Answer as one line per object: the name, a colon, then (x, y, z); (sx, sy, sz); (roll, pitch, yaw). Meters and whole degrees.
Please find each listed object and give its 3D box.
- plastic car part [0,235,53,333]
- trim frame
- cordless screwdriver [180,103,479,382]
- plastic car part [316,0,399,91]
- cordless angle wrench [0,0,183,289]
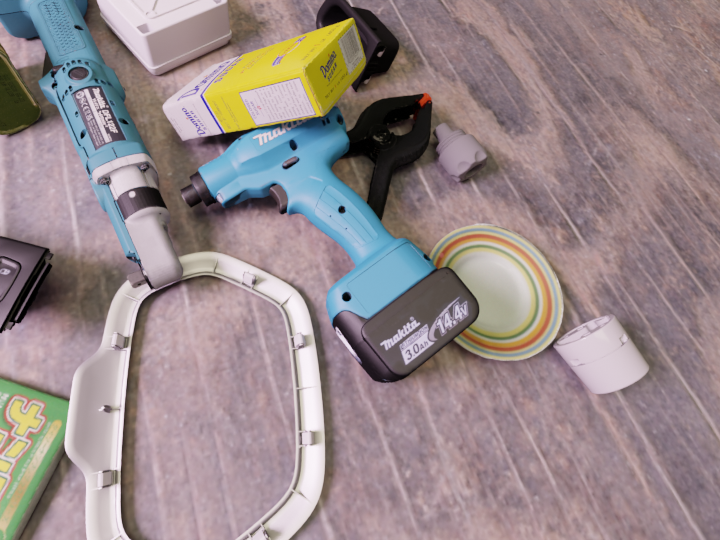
plastic car part: (-0.336, -0.005, 0.318); (0.201, 0.067, 0.067); (15, 72, -5)
trim frame: (-0.121, 0.098, 0.324); (0.182, 0.027, 0.255); (-4, 67, -8)
cordless screwdriver: (-0.035, -0.023, 0.354); (0.158, 0.073, 0.256); (-31, 73, -9)
plastic car part: (0.004, -0.279, 0.506); (0.068, 0.066, 0.121); (-12, 64, -32)
cordless angle wrench: (-0.260, -0.167, 0.401); (0.096, 0.073, 0.436); (-26, 71, -19)
